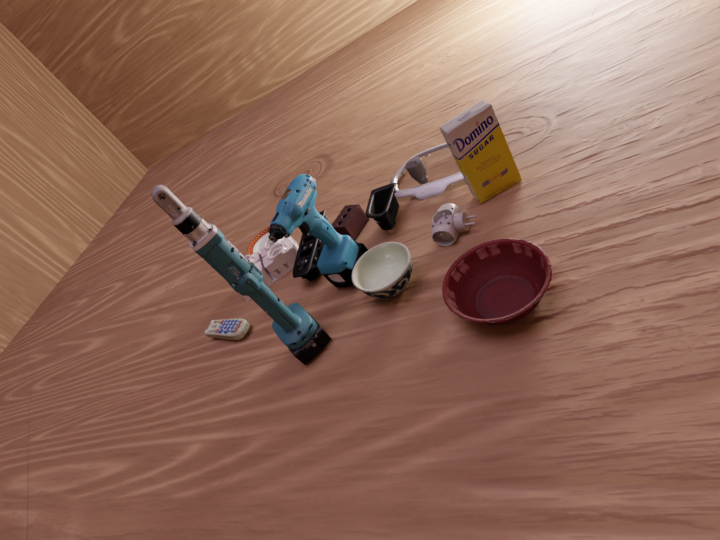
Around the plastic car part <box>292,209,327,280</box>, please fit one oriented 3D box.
[{"bbox_3d":[-0.116,-0.052,1.026,0.068,0.064,0.206,-17,41,29],"label":"plastic car part"}]

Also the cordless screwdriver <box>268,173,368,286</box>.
[{"bbox_3d":[-0.083,-0.054,0.848,0.077,0.237,0.160,-9,43,37],"label":"cordless screwdriver"}]

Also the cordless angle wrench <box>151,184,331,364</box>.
[{"bbox_3d":[-0.203,0.012,0.739,0.074,0.402,0.103,-43,33,-8],"label":"cordless angle wrench"}]

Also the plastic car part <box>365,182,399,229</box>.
[{"bbox_3d":[0.057,-0.134,0.957,0.068,0.067,0.118,-16,41,31],"label":"plastic car part"}]

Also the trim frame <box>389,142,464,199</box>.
[{"bbox_3d":[0.177,-0.241,1.002,0.258,0.026,0.186,-11,44,34],"label":"trim frame"}]
